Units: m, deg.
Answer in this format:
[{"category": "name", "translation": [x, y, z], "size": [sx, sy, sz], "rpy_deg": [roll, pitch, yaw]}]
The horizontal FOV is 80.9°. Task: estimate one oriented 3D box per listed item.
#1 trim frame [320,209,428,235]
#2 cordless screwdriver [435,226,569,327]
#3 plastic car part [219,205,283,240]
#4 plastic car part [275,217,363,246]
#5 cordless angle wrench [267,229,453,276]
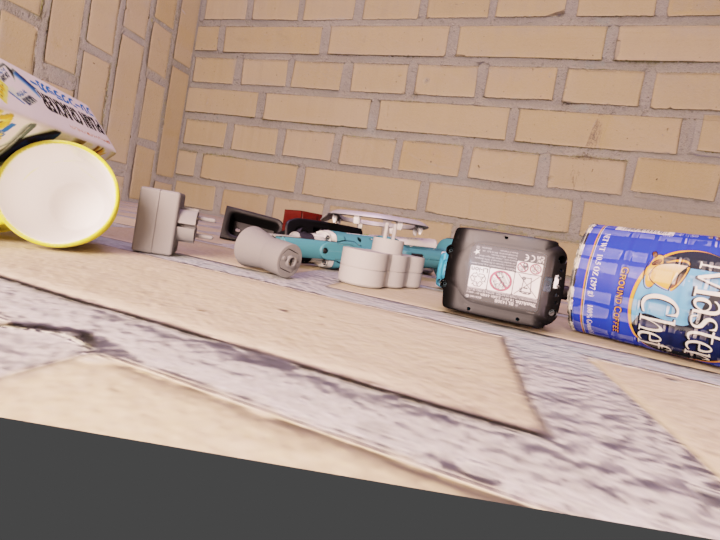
[{"category": "trim frame", "translation": [0.023, -0.083, 0.749], "size": [0.186, 0.027, 0.248], "rpy_deg": [9, 5, 2]}, {"category": "cordless screwdriver", "translation": [0.163, 0.011, 0.455], "size": [0.163, 0.074, 0.242], "rpy_deg": [11, 1, 12]}, {"category": "plastic car part", "translation": [-0.217, -0.079, 0.842], "size": [0.114, 0.066, 0.072], "rpy_deg": [12, -11, -15]}, {"category": "plastic car part", "translation": [-0.065, -0.043, 0.669], "size": [0.070, 0.067, 0.193], "rpy_deg": [-4, -4, 31]}, {"category": "cordless angle wrench", "translation": [0.036, -0.024, 0.632], "size": [0.404, 0.074, 0.103], "rpy_deg": [4, 7, -33]}]
